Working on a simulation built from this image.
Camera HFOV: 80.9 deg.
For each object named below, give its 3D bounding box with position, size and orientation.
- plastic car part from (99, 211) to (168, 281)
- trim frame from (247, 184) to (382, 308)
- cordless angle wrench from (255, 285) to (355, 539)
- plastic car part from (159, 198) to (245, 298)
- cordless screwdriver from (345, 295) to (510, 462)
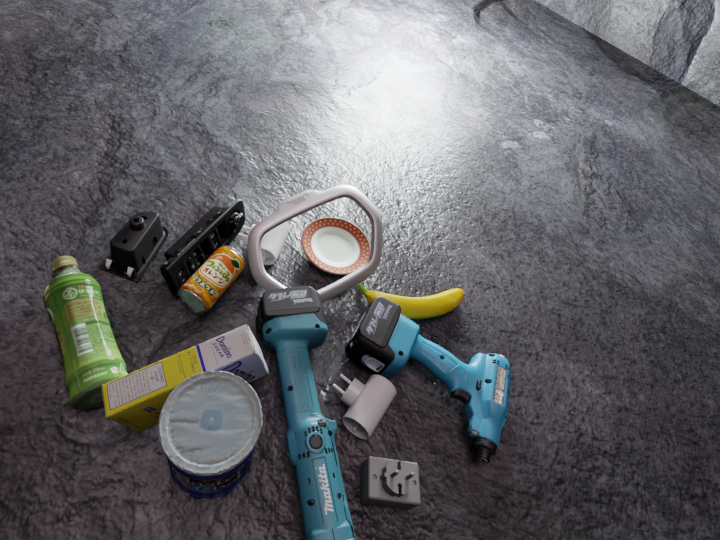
[{"bbox_3d":[-0.359,-0.052,0.677,0.066,0.070,0.118,20,53,-3],"label":"plastic car part"},{"bbox_3d":[-0.070,-0.046,0.714,0.245,0.028,0.183,-28,93,-16],"label":"trim frame"},{"bbox_3d":[-0.060,0.220,0.533,0.095,0.073,0.440,-5,55,-19],"label":"cordless angle wrench"},{"bbox_3d":[-0.264,-0.048,0.708,0.070,0.063,0.202,12,47,27],"label":"plastic car part"},{"bbox_3d":[0.099,0.154,0.624,0.250,0.073,0.160,26,50,2],"label":"cordless screwdriver"}]
